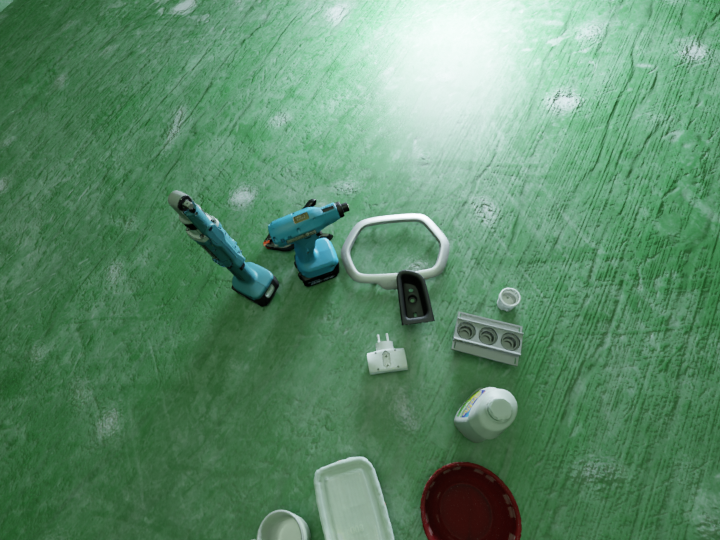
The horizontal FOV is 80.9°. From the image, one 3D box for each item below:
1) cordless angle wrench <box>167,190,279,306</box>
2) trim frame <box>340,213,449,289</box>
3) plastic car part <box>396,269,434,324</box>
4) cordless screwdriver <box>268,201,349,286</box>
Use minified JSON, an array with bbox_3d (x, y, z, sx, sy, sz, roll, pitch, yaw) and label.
[{"bbox_3d":[-0.264,-0.036,0.829,0.101,0.408,0.074,26,72,16],"label":"cordless angle wrench"},{"bbox_3d":[0.077,-0.046,0.980,0.252,0.026,0.189,-5,65,8],"label":"trim frame"},{"bbox_3d":[0.112,0.063,0.900,0.066,0.068,0.120,-9,65,5],"label":"plastic car part"},{"bbox_3d":[-0.088,-0.057,0.899,0.159,0.240,0.077,-21,66,-2],"label":"cordless screwdriver"}]
